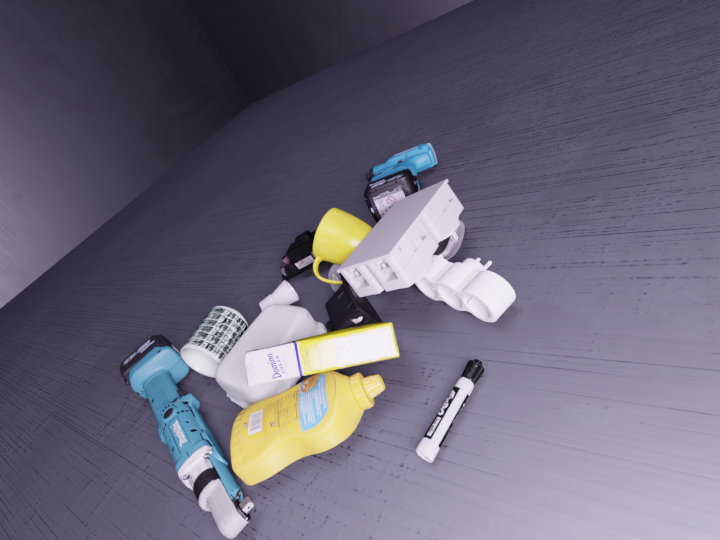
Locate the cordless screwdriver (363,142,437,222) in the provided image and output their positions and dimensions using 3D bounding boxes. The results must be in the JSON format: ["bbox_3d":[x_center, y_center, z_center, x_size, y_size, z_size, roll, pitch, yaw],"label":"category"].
[{"bbox_3d":[0.062,-0.179,0.854,0.164,0.072,0.249,-15,26,26],"label":"cordless screwdriver"}]

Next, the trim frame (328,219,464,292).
[{"bbox_3d":[0.053,-0.034,0.721,0.254,0.026,0.188,-18,35,19],"label":"trim frame"}]

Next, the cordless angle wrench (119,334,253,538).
[{"bbox_3d":[-0.261,0.219,0.614,0.097,0.071,0.447,-44,35,-18],"label":"cordless angle wrench"}]

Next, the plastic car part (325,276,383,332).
[{"bbox_3d":[-0.019,0.067,0.623,0.071,0.063,0.122,-47,27,3],"label":"plastic car part"}]

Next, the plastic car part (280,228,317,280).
[{"bbox_3d":[-0.079,-0.052,0.806,0.208,0.065,0.066,-22,20,28],"label":"plastic car part"}]
